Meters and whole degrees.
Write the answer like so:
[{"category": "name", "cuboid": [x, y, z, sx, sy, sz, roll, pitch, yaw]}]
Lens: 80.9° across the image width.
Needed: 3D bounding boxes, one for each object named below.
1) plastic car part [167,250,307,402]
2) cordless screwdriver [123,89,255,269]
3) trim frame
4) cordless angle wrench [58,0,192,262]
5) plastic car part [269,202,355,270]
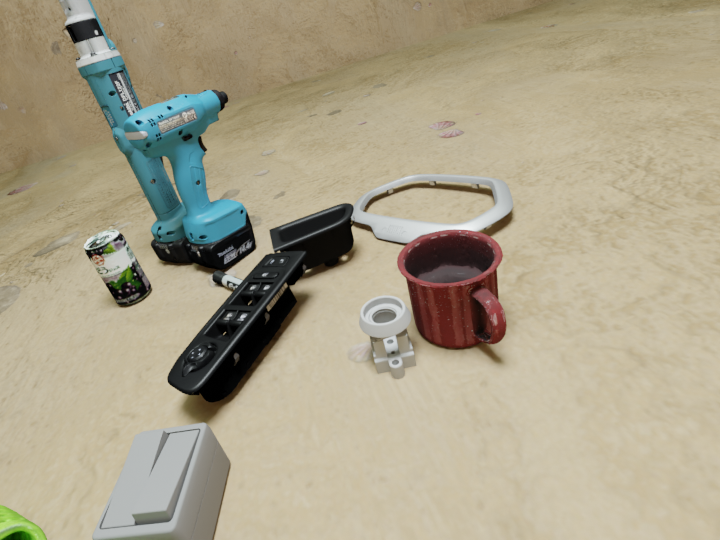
[{"category": "plastic car part", "cuboid": [-0.124, 0.058, 0.456, 0.069, 0.064, 0.202, 3, 37, 29]}, {"category": "cordless screwdriver", "cuboid": [-0.226, -0.135, 0.633, 0.078, 0.239, 0.157, 10, 39, 36]}, {"category": "trim frame", "cuboid": [0.097, -0.098, 0.627, 0.262, 0.026, 0.181, 16, 44, 40]}, {"category": "cordless angle wrench", "cuboid": [-0.336, -0.204, 0.631, 0.077, 0.407, 0.097, 3, 34, 27]}, {"category": "plastic car part", "cuboid": [-0.055, -0.036, 0.564, 0.116, 0.068, 0.069, -19, 31, -4]}]
